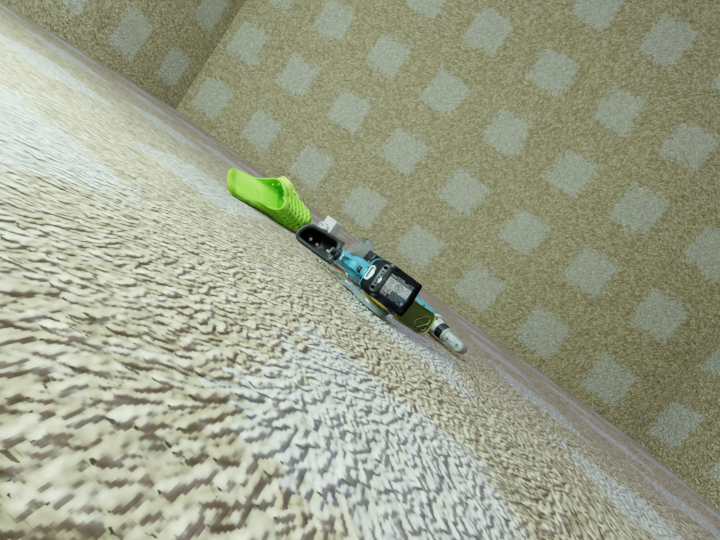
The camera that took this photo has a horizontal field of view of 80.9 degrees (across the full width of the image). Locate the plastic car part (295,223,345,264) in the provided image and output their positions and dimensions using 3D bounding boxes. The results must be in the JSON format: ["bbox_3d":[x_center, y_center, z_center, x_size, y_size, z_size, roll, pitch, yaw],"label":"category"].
[{"bbox_3d":[-0.105,-0.068,1.069,0.119,0.066,0.070,33,-10,8],"label":"plastic car part"}]

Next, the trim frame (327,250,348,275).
[{"bbox_3d":[-0.003,0.012,1.134,0.174,0.027,0.263,28,7,-45],"label":"trim frame"}]

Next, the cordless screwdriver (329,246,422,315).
[{"bbox_3d":[0.018,0.008,0.897,0.156,0.074,0.254,35,-2,-13],"label":"cordless screwdriver"}]

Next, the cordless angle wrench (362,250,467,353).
[{"bbox_3d":[0.134,0.082,1.151,0.092,0.074,0.447,30,10,-40],"label":"cordless angle wrench"}]
